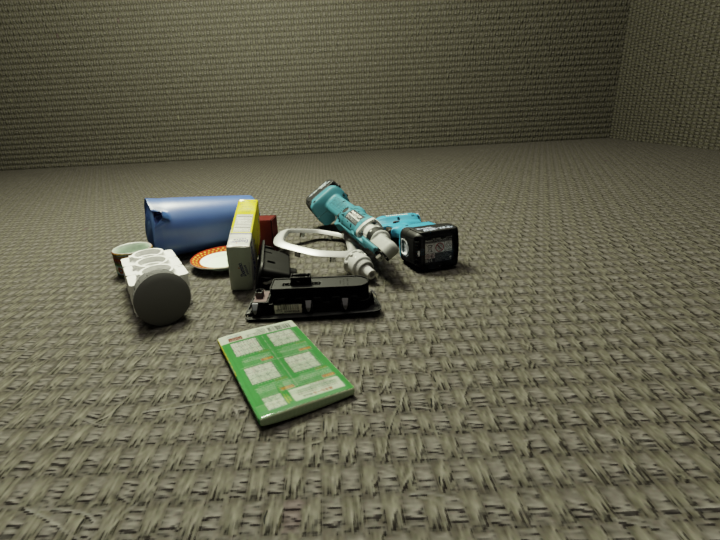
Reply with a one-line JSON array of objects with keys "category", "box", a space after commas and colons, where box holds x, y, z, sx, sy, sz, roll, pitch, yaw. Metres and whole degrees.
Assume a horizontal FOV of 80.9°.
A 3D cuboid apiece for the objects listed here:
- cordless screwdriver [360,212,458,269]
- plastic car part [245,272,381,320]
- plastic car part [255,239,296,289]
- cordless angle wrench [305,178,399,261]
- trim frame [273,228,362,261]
[{"category": "cordless screwdriver", "box": [0.084, -0.070, 0.871, 0.157, 0.073, 0.257, -8, 18, -12]}, {"category": "plastic car part", "box": [-0.071, 0.036, 0.643, 0.204, 0.066, 0.067, 1, 13, 2]}, {"category": "plastic car part", "box": [-0.150, -0.001, 0.754, 0.069, 0.065, 0.121, 7, 20, -16]}, {"category": "cordless angle wrench", "box": [-0.019, -0.108, 0.898, 0.098, 0.071, 0.442, -41, 29, -2]}, {"category": "trim frame", "box": [-0.085, -0.056, 0.874, 0.183, 0.027, 0.253, 5, 13, -5]}]
